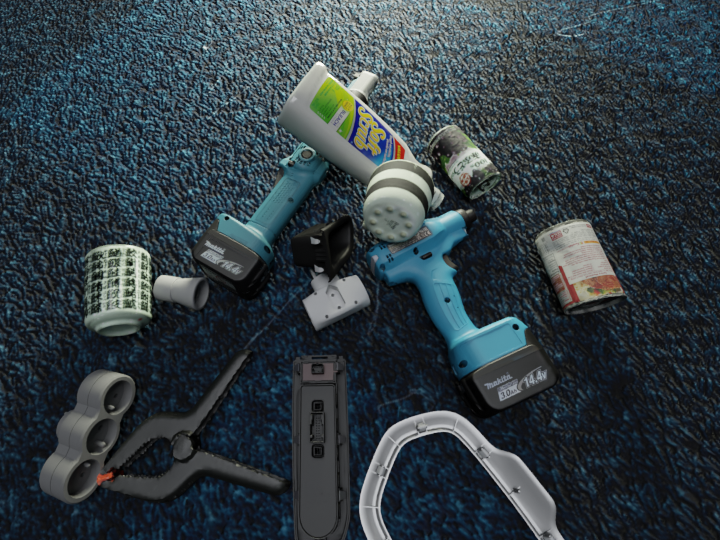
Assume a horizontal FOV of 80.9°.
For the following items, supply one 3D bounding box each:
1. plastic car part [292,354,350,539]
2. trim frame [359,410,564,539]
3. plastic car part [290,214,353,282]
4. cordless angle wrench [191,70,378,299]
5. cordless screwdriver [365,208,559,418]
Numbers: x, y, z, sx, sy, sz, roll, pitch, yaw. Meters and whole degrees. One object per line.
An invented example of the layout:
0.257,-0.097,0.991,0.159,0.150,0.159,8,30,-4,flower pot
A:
-0.044,0.195,0.470,0.066,0.066,0.208,0,68,-6,plastic car part
0.111,0.273,0.438,0.182,0.027,0.259,-33,66,-11,trim frame
-0.055,-0.036,0.562,0.073,0.116,0.064,-2,109,15,plastic car part
-0.081,-0.155,0.628,0.101,0.072,0.423,26,68,13,cordless angle wrench
0.135,0.037,0.520,0.158,0.072,0.260,-28,63,-9,cordless screwdriver
